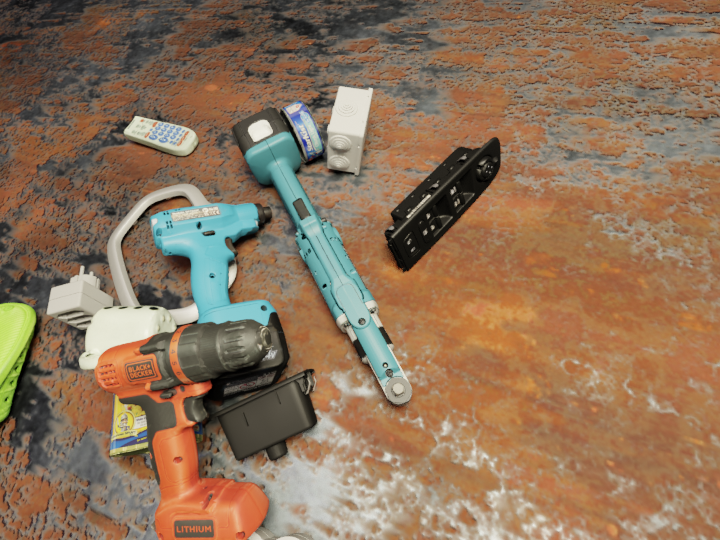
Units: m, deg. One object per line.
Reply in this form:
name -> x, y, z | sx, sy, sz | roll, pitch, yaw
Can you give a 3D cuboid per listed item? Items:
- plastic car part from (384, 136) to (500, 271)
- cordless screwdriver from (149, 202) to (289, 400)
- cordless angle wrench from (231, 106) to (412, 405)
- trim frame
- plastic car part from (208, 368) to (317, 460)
plastic car part -> 0.101, -0.092, 0.539 | 0.202, 0.063, 0.071 | -42, 37, -9
cordless screwdriver -> -0.151, 0.016, 0.518 | 0.154, 0.073, 0.259 | -14, 60, -26
cordless angle wrench -> -0.052, -0.034, 0.531 | 0.074, 0.094, 0.441 | -28, 63, -4
trim frame -> -0.273, -0.029, 0.611 | 0.183, 0.026, 0.261 | -34, 58, -5
plastic car part -> -0.093, 0.160, 0.450 | 0.116, 0.064, 0.073 | -29, 75, 0
